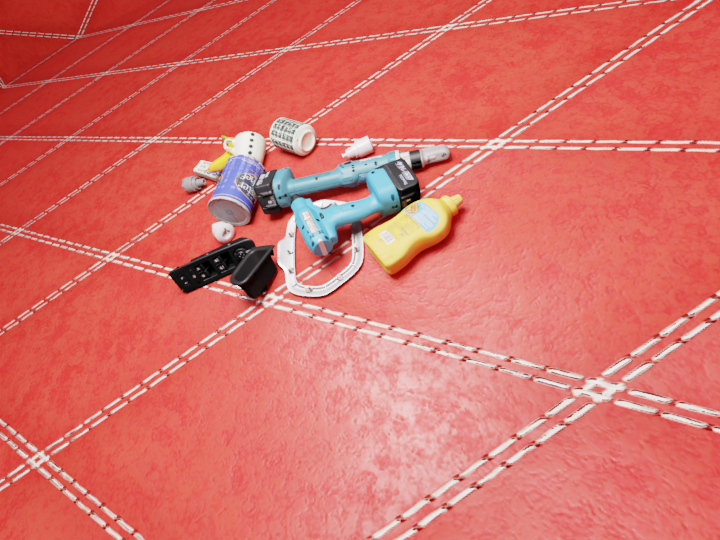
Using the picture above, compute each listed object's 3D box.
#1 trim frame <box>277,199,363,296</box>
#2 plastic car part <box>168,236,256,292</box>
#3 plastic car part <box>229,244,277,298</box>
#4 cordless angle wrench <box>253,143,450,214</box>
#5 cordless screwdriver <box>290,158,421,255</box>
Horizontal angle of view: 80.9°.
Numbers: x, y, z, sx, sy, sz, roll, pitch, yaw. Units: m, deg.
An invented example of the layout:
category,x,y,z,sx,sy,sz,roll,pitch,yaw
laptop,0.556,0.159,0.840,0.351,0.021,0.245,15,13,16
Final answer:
category,x,y,z,sx,sy,sz,roll,pitch,yaw
trim frame,-0.085,-0.056,0.872,0.188,0.026,0.257,-16,54,16
plastic car part,-0.316,-0.020,0.938,0.206,0.064,0.068,-21,25,12
plastic car part,-0.210,0.010,0.855,0.069,0.068,0.117,-7,40,32
cordless angle wrench,-0.023,-0.211,0.922,0.432,0.071,0.100,-9,35,14
cordless screwdriver,-0.016,-0.142,0.848,0.248,0.071,0.167,-27,53,-3
